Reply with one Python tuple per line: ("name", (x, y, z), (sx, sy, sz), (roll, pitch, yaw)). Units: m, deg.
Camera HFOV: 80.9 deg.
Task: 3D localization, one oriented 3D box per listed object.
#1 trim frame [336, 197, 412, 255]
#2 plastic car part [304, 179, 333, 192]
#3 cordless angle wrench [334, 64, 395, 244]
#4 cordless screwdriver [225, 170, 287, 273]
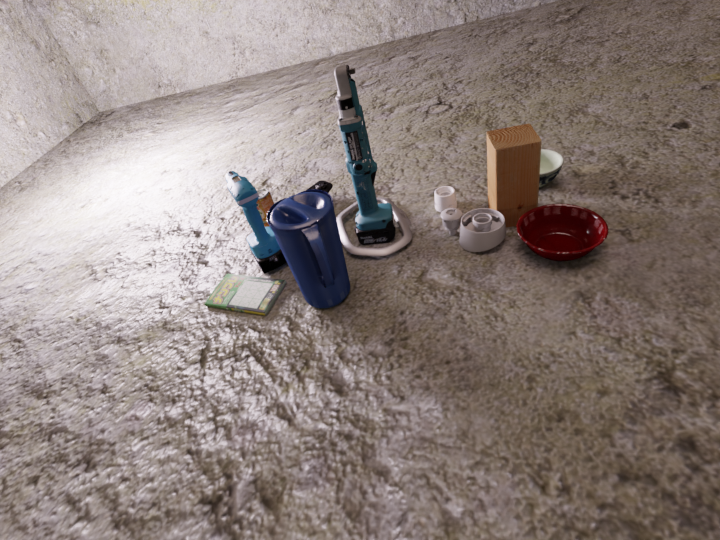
("trim frame", (0.033, -0.114, 1.082), (0.184, 0.026, 0.260), (-20, 40, -2))
("plastic car part", (-0.143, -0.189, 1.205), (0.070, 0.064, 0.202), (12, 48, 31))
("cordless angle wrench", (0.001, -0.242, 0.944), (0.100, 0.405, 0.076), (-5, 40, 13))
("cordless screwdriver", (-0.263, -0.124, 1.040), (0.073, 0.238, 0.168), (-27, 40, -15))
